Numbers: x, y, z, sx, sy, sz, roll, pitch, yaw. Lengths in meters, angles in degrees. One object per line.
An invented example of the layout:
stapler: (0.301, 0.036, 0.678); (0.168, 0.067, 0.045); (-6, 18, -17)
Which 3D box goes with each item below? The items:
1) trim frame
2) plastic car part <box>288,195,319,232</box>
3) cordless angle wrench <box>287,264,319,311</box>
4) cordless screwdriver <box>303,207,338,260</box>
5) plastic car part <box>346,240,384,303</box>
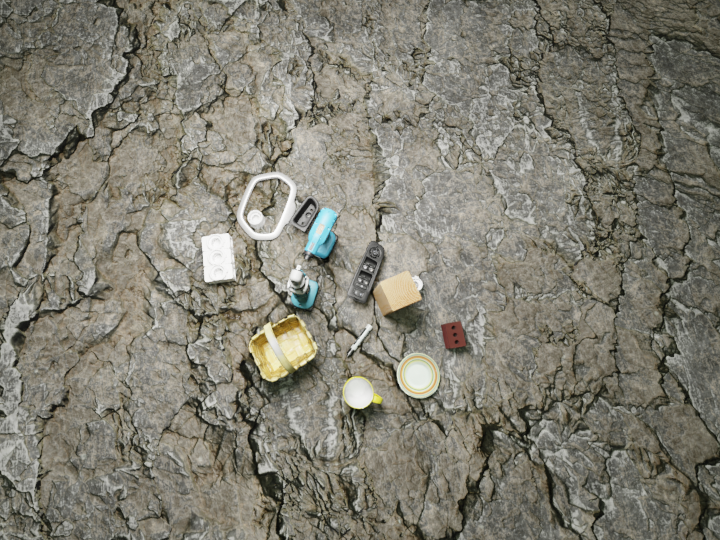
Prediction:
trim frame: (-0.315, -0.221, 1.436); (0.186, 0.027, 0.250); (18, 78, 5)
plastic car part: (-0.178, -0.184, 1.403); (0.067, 0.070, 0.116); (32, 79, 5)
cordless angle wrench: (-0.164, 0.049, 1.170); (0.075, 0.418, 0.098); (18, 79, -1)
cordless screwdriver: (-0.126, -0.082, 1.288); (0.075, 0.246, 0.159); (25, 79, 1)
plastic car part: (0.021, 0.005, 1.356); (0.067, 0.066, 0.204); (22, 78, 3)
